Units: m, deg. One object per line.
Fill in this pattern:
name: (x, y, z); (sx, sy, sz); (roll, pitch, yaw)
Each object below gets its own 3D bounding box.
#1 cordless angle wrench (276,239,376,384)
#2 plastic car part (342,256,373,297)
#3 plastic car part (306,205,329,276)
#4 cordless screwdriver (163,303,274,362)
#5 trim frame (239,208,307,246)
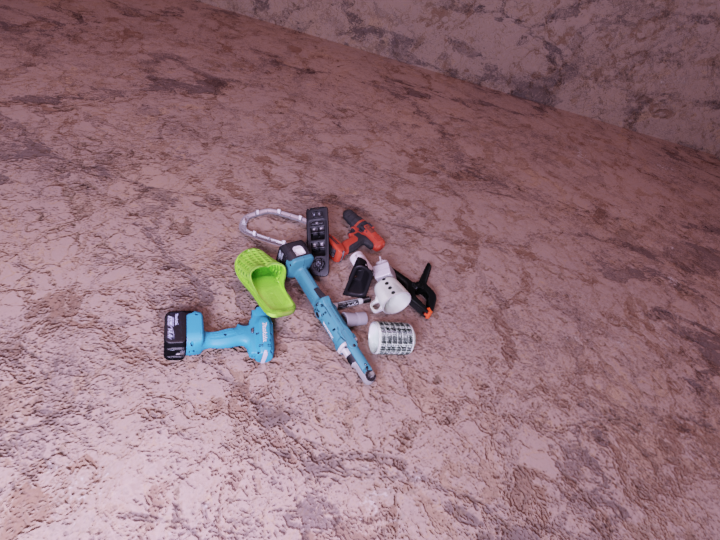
cordless angle wrench: (-0.088, 0.102, 1.080); (0.072, 0.097, 0.442); (-17, 57, -32)
plastic car part: (-0.004, 0.011, 1.168); (0.065, 0.114, 0.073); (10, 37, -10)
plastic car part: (-0.119, -0.078, 1.215); (0.067, 0.065, 0.207); (-5, 74, 5)
cordless screwdriver: (-0.327, 0.133, 0.987); (0.242, 0.073, 0.166); (4, 44, -18)
trim frame: (-0.247, -0.130, 1.282); (0.255, 0.027, 0.184); (19, 41, 12)
